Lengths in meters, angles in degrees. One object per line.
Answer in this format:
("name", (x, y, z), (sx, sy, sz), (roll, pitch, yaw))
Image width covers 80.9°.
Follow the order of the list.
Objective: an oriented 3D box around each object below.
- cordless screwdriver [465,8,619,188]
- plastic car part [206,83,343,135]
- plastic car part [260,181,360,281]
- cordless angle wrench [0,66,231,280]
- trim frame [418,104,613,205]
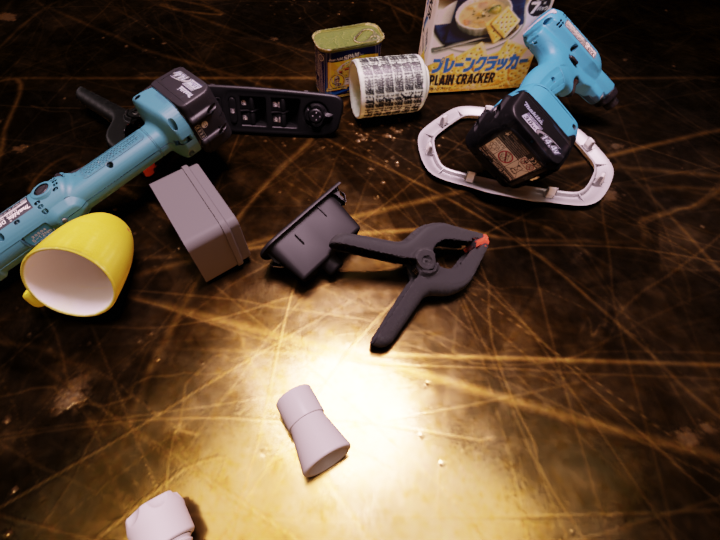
("cordless screwdriver", (0.242, -0.202, 0.526), (0.156, 0.076, 0.248), (39, 63, -12))
("plastic car part", (-0.124, -0.233, 0.610), (0.206, 0.065, 0.068), (8, 30, 8))
("plastic car part", (-0.046, -0.030, 0.466), (0.072, 0.065, 0.115), (40, 68, 8))
("cordless angle wrench", (-0.342, -0.077, 0.480), (0.420, 0.071, 0.103), (-42, 59, -13))
("trim frame", (0.202, -0.158, 0.562), (0.253, 0.027, 0.186), (14, 58, 10))
